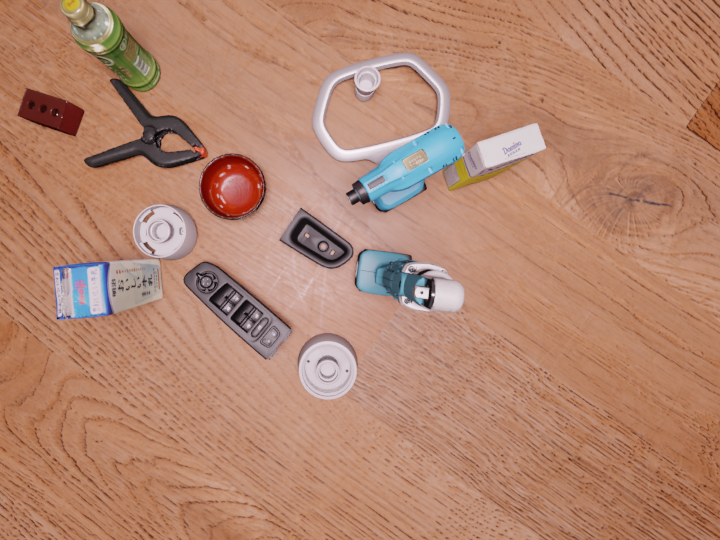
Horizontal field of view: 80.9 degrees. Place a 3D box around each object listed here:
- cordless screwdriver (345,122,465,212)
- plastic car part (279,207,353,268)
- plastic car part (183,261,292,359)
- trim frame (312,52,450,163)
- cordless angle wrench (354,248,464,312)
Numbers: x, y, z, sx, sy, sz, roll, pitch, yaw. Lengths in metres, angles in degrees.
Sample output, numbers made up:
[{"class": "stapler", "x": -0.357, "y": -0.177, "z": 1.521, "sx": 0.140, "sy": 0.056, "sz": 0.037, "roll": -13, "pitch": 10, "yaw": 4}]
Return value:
[{"class": "cordless screwdriver", "x": 0.045, "y": -0.134, "z": 0.640, "sx": 0.159, "sy": 0.250, "sz": 0.074, "roll": -30, "pitch": 94, "yaw": -2}, {"class": "plastic car part", "x": -0.071, "y": -0.047, "z": 0.729, "sx": 0.117, "sy": 0.071, "sz": 0.066, "roll": 34, "pitch": 89, "yaw": -1}, {"class": "plastic car part", "x": -0.212, "y": 0.060, "z": 0.731, "sx": 0.203, "sy": 0.067, "sz": 0.066, "roll": 40, "pitch": 89, "yaw": 1}, {"class": "trim frame", "x": 0.036, "y": -0.286, "z": 0.754, "sx": 0.248, "sy": 0.027, "sz": 0.184, "roll": -15, "pitch": 89, "yaw": 0}, {"class": "cordless angle wrench", "x": 0.056, "y": 0.012, "z": 0.551, "sx": 0.097, "sy": 0.425, "sz": 0.074, "roll": 8, "pitch": 92, "yaw": -5}]
